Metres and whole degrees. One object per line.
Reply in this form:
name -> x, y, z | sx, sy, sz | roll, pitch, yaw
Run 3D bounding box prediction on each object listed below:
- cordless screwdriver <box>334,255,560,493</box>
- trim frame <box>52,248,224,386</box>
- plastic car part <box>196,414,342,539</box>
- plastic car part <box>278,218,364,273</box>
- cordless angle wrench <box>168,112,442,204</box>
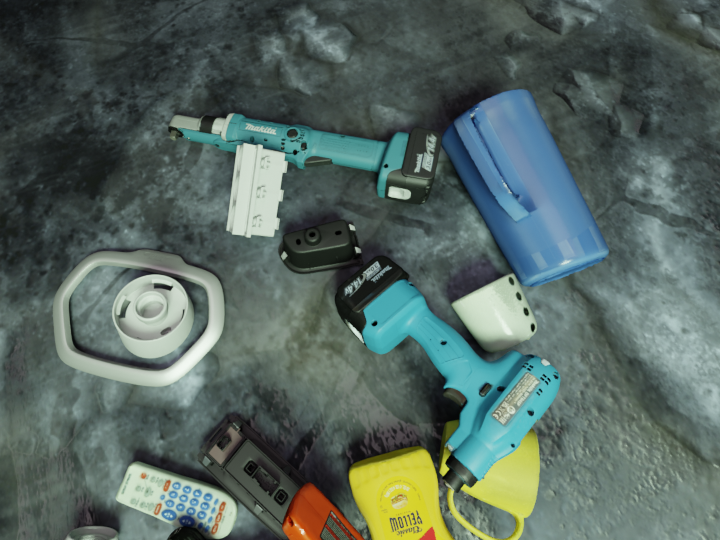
cordless screwdriver -> 0.069, 0.102, 0.483 | 0.158, 0.071, 0.262 | -44, 57, -15
trim frame -> -0.307, 0.057, 0.584 | 0.252, 0.027, 0.186 | 9, 71, 8
plastic car part -> -0.093, 0.251, 0.480 | 0.208, 0.066, 0.065 | 38, 55, 11
plastic car part -> -0.057, -0.037, 0.583 | 0.116, 0.069, 0.068 | -11, 69, -6
cordless angle wrench -> -0.099, -0.192, 0.647 | 0.431, 0.072, 0.099 | 13, 71, 10
